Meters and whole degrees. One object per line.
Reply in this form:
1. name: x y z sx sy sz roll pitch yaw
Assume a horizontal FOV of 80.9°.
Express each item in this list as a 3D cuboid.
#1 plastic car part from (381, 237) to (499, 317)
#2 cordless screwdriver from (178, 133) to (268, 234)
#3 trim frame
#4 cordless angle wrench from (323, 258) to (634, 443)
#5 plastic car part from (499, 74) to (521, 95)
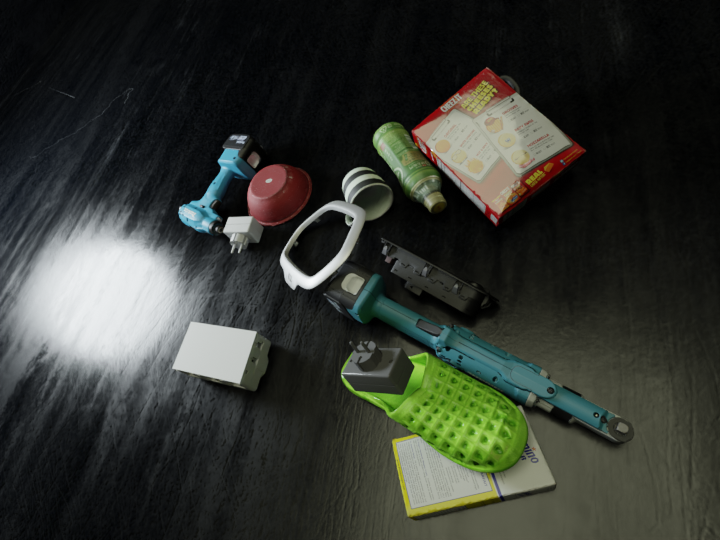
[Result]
1. plastic car part: 0.114 0.014 0.674 0.214 0.063 0.067 27 84 34
2. cordless screwdriver: -0.306 -0.195 0.976 0.168 0.070 0.249 23 76 40
3. trim frame: -0.074 -0.048 0.757 0.184 0.026 0.261 -51 30 -4
4. cordless angle wrench: 0.138 0.108 0.598 0.445 0.093 0.074 26 74 30
5. plastic car part: 0.248 -0.292 0.785 0.068 0.068 0.116 37 93 17
